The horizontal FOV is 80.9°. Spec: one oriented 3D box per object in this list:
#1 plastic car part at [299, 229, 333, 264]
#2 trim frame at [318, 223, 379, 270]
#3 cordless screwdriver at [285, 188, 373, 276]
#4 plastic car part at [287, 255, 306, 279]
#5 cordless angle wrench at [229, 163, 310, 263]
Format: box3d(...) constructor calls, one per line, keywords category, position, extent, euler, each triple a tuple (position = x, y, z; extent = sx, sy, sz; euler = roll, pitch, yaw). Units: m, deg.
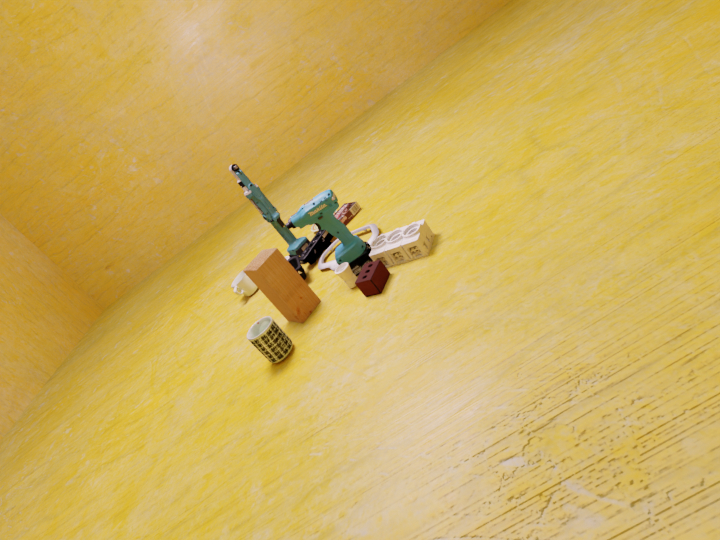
box3d(category="plastic car part", position=(-0.145, -0.095, 1.482), extent=(0.069, 0.064, 0.202), euler=(-7, 39, 52))
box3d(category="trim frame", position=(-0.040, -0.072, 1.347), extent=(0.257, 0.026, 0.185), euler=(-18, 32, 37))
box3d(category="cordless screwdriver", position=(-0.080, -0.090, 1.176), extent=(0.161, 0.240, 0.076), euler=(-31, 21, 16))
box3d(category="plastic car part", position=(-0.209, 0.004, 1.396), extent=(0.066, 0.068, 0.120), euler=(-36, 24, 6))
box3d(category="cordless angle wrench", position=(-0.315, -0.199, 1.480), extent=(0.074, 0.408, 0.102), euler=(-48, 22, -25))
